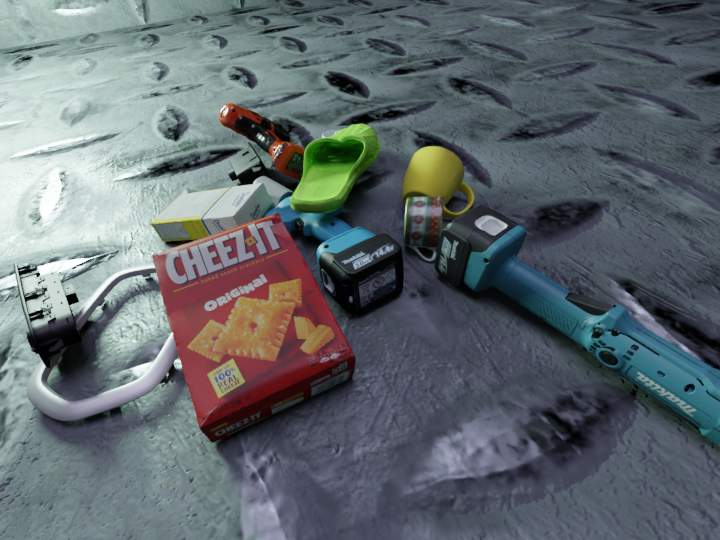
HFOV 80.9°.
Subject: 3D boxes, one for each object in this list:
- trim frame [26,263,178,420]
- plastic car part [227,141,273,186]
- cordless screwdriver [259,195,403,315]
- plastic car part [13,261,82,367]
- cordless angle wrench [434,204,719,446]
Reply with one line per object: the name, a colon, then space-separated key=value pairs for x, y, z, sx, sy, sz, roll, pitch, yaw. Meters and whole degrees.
trim frame: x=-0.303 y=0.075 z=0.541 sx=0.187 sy=0.026 sz=0.254 roll=1 pitch=44 yaw=8
plastic car part: x=-0.218 y=-0.193 z=0.810 sx=0.070 sy=0.063 sz=0.123 roll=-32 pitch=43 yaw=-8
cordless screwdriver: x=-0.059 y=-0.039 z=0.604 sx=0.156 sy=0.071 sz=0.263 roll=-23 pitch=41 yaw=-16
plastic car part: x=-0.395 y=0.050 z=0.537 sx=0.065 sy=0.065 sz=0.215 roll=-14 pitch=30 yaw=-33
cordless angle wrench: x=0.266 y=0.073 z=0.432 sx=0.073 sy=0.095 sz=0.447 roll=-30 pitch=51 yaw=-27
